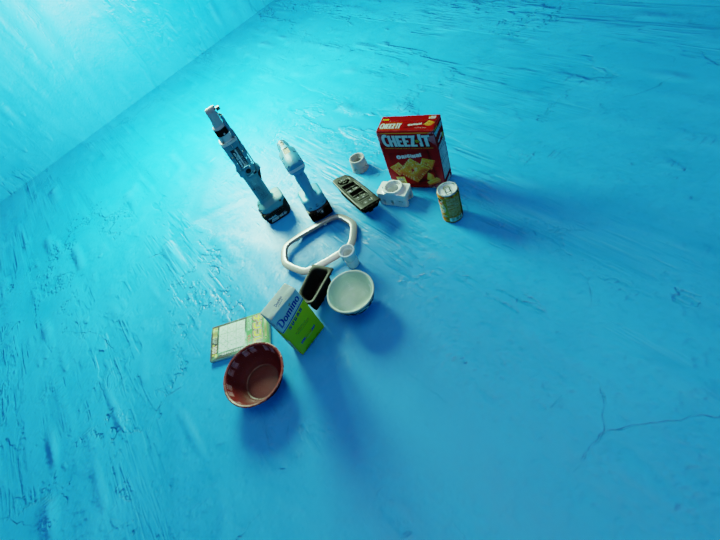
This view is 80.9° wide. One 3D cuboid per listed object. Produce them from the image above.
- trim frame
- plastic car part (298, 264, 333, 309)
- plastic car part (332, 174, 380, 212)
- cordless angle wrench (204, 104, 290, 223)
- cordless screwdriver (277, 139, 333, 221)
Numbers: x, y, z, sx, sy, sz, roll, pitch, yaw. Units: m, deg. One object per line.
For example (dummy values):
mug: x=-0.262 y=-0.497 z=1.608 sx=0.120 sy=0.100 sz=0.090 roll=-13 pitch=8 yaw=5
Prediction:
trim frame: x=-0.121 y=-0.079 z=1.235 sx=0.248 sy=0.026 sz=0.194 roll=-33 pitch=48 yaw=-1
plastic car part: x=-0.112 y=0.052 z=1.104 sx=0.069 sy=0.067 sz=0.117 roll=8 pitch=59 yaw=29
plastic car part: x=-0.013 y=-0.228 z=1.273 sx=0.066 sy=0.063 sz=0.214 roll=-36 pitch=49 yaw=-6
cordless angle wrench: x=-0.339 y=-0.308 z=1.259 sx=0.098 sy=0.401 sz=0.078 roll=-32 pitch=49 yaw=-4
cordless screwdriver: x=-0.174 y=-0.271 z=1.265 sx=0.074 sy=0.236 sz=0.167 roll=-30 pitch=49 yaw=-2
